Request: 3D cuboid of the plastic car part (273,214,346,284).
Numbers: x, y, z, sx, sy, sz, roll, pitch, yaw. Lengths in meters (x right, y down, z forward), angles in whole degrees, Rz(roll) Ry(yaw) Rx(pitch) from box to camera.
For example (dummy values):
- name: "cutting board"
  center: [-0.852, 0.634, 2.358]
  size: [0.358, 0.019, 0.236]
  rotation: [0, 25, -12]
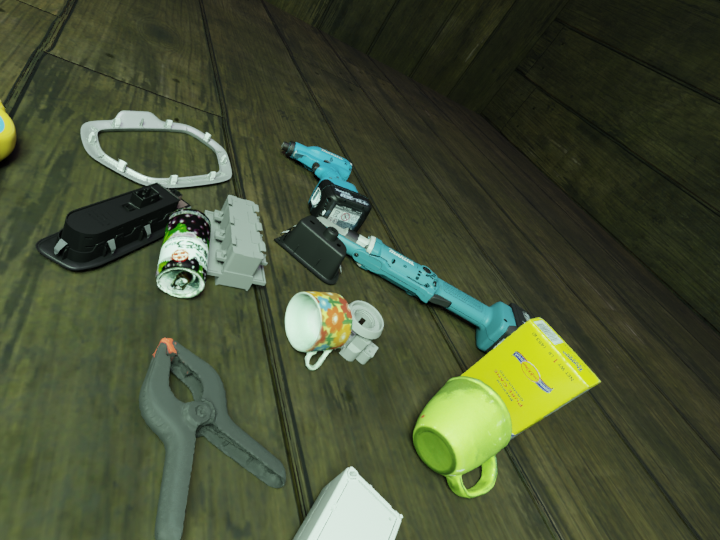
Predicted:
- name: "plastic car part"
  center: [-0.065, -0.042, 0.662]
  size: [0.119, 0.071, 0.064]
  rotation: [38, 33, 11]

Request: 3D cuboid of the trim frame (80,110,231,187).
- name: "trim frame"
  center: [-0.317, -0.198, 0.684]
  size: [0.190, 0.027, 0.241]
  rotation: [43, 35, 16]

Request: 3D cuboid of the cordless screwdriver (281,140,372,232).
- name: "cordless screwdriver"
  center: [-0.076, -0.176, 0.831]
  size: [0.153, 0.074, 0.259]
  rotation: [18, 32, -25]

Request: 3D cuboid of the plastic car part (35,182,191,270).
- name: "plastic car part"
  center: [-0.277, -0.062, 0.508]
  size: [0.066, 0.068, 0.201]
  rotation: [42, 34, -3]

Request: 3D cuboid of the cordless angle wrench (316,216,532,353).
- name: "cordless angle wrench"
  center: [0.101, 0.020, 0.733]
  size: [0.421, 0.074, 0.099]
  rotation: [30, 32, -3]
